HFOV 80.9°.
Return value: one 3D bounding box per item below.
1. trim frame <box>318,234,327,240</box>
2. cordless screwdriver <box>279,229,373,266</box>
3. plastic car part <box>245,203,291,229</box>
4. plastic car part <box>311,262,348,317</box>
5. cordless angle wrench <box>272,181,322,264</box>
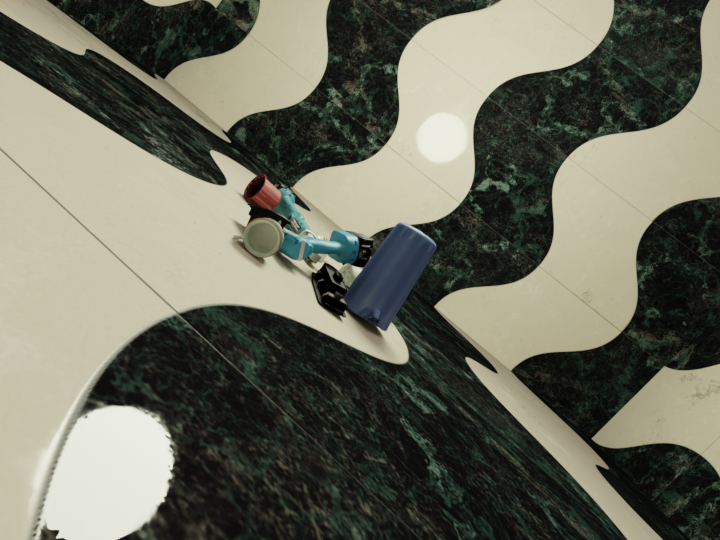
[{"bbox_3d":[-0.042,-0.054,1.235,0.189,0.027,0.243,26,6,10],"label":"trim frame"},{"bbox_3d":[-0.101,-0.066,1.030,0.237,0.074,0.168,2,17,-38],"label":"cordless screwdriver"},{"bbox_3d":[-0.212,-0.097,0.929,0.062,0.071,0.123,33,-6,-41],"label":"plastic car part"},{"bbox_3d":[-0.068,0.029,0.938,0.064,0.067,0.209,22,9,-18],"label":"plastic car part"},{"bbox_3d":[-0.197,-0.143,1.271,0.070,0.098,0.446,39,9,-39],"label":"cordless angle wrench"}]
